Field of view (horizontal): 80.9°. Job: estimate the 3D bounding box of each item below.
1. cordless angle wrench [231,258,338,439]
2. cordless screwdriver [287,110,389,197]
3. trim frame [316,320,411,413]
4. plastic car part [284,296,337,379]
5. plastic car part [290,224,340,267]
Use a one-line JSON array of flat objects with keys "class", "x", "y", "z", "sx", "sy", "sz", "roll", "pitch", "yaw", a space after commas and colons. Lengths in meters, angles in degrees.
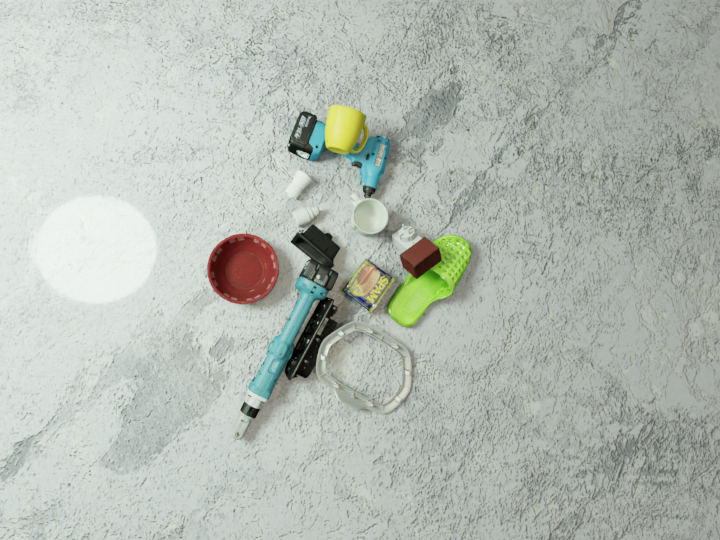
[{"class": "cordless angle wrench", "x": -0.179, "y": 0.177, "z": 0.948, "sx": 0.073, "sy": 0.099, "sz": 0.423, "roll": 28, "pitch": 82, "yaw": -9}, {"class": "cordless screwdriver", "x": -0.057, "y": -0.284, "z": 1.045, "sx": 0.245, "sy": 0.075, "sz": 0.160, "roll": 16, "pitch": 80, "yaw": -9}, {"class": "trim frame", "x": 0.014, "y": 0.226, "z": 0.972, "sx": 0.242, "sy": 0.028, "sz": 0.184, "roll": 33, "pitch": 81, "yaw": -14}, {"class": "plastic car part", "x": -0.108, "y": 0.162, "z": 0.975, "sx": 0.064, "sy": 0.069, "sz": 0.203, "roll": 39, "pitch": 76, "yaw": -29}, {"class": "plastic car part", "x": -0.099, "y": -0.065, "z": 1.014, "sx": 0.116, "sy": 0.067, "sz": 0.071, "roll": 37, "pitch": 64, "yaw": -5}]
